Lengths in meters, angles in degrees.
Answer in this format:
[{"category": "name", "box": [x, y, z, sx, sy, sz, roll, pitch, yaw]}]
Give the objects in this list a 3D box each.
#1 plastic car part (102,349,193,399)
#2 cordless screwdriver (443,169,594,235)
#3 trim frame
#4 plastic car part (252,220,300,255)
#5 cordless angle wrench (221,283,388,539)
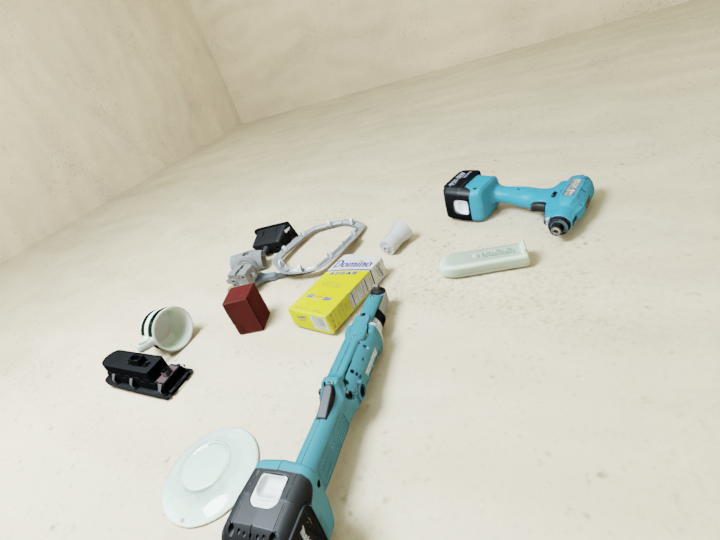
[{"category": "plastic car part", "box": [-0.400, 0.180, 0.760, 0.212, 0.064, 0.066, -5, 40, 33]}, {"category": "cordless screwdriver", "box": [0.277, -0.125, 0.787, 0.262, 0.071, 0.157, 11, 43, 39]}, {"category": "trim frame", "box": [-0.094, -0.062, 0.962, 0.193, 0.026, 0.245, 6, 35, 36]}, {"category": "plastic car part", "box": [-0.219, -0.070, 1.048, 0.121, 0.062, 0.072, -9, 45, 28]}, {"category": "cordless angle wrench", "box": [-0.023, 0.151, 0.536, 0.077, 0.094, 0.423, -8, 28, 23]}]
